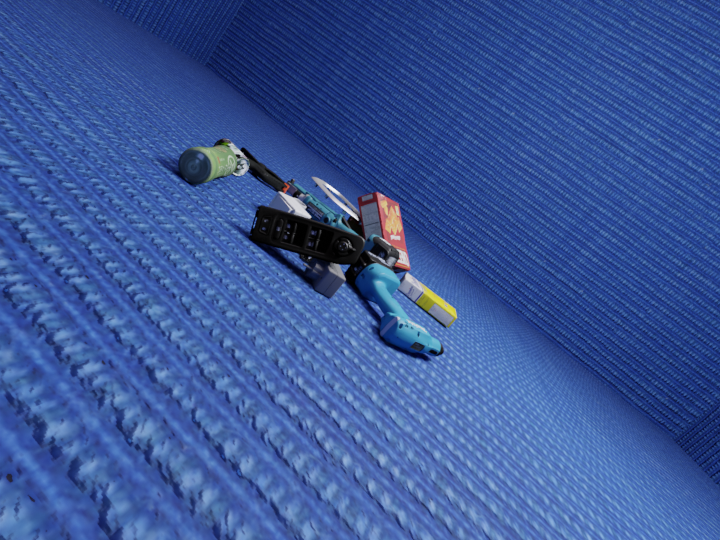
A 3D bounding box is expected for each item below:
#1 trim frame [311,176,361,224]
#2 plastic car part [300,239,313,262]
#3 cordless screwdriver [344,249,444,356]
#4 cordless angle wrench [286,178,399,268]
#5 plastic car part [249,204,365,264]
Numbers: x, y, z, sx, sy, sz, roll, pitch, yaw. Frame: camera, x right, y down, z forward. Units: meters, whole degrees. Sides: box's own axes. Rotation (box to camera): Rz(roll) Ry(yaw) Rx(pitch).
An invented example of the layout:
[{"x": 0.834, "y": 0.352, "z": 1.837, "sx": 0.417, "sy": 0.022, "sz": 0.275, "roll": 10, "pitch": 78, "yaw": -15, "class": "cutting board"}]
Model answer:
[{"x": -0.063, "y": -0.209, "z": 1.279, "sx": 0.174, "sy": 0.027, "sz": 0.263, "roll": 27, "pitch": 15, "yaw": -43, "class": "trim frame"}, {"x": -0.088, "y": -0.058, "z": 0.901, "sx": 0.063, "sy": 0.071, "sz": 0.121, "roll": 34, "pitch": 17, "yaw": -24, "class": "plastic car part"}, {"x": 0.071, "y": 0.071, "z": 0.878, "sx": 0.151, "sy": 0.074, "sz": 0.261, "roll": 28, "pitch": 20, "yaw": -36, "class": "cordless screwdriver"}, {"x": -0.079, "y": -0.133, "z": 1.163, "sx": 0.445, "sy": 0.098, "sz": 0.070, "roll": 41, "pitch": 13, "yaw": 31, "class": "cordless angle wrench"}, {"x": -0.096, "y": -0.057, "z": 0.773, "sx": 0.205, "sy": 0.067, "sz": 0.066, "roll": 15, "pitch": -9, "yaw": 5, "class": "plastic car part"}]
